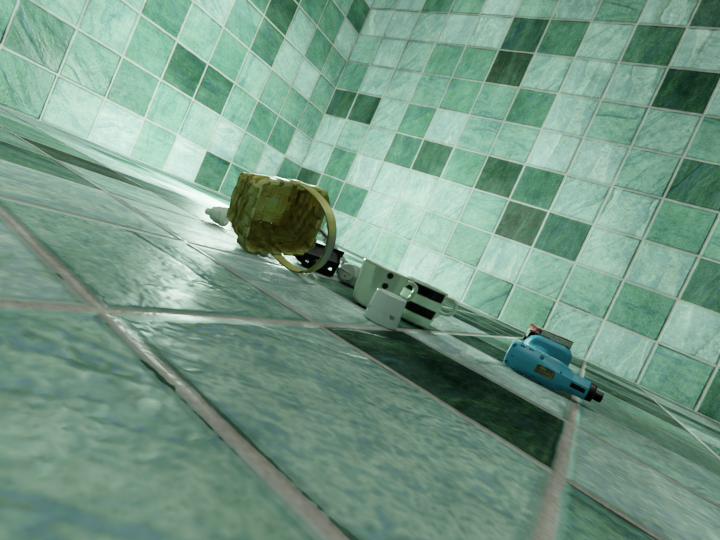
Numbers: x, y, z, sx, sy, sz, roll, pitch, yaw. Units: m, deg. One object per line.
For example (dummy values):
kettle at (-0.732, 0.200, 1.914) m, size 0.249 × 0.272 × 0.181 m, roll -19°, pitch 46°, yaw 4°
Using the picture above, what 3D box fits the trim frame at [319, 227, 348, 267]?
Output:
trim frame at (-0.104, -0.068, 1.067) m, size 0.195 × 0.027 × 0.235 m, roll 27°, pitch -22°, yaw 43°

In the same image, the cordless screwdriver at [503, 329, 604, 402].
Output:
cordless screwdriver at (0.382, 0.188, 0.837) m, size 0.167 × 0.074 × 0.238 m, roll 26°, pitch 8°, yaw 26°

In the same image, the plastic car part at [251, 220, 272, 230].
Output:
plastic car part at (-0.214, -0.088, 0.975) m, size 0.068 × 0.067 × 0.197 m, roll 44°, pitch 12°, yaw 11°

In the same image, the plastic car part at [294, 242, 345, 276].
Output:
plastic car part at (-0.096, -0.022, 0.950) m, size 0.113 × 0.065 × 0.073 m, roll 20°, pitch 19°, yaw -18°
